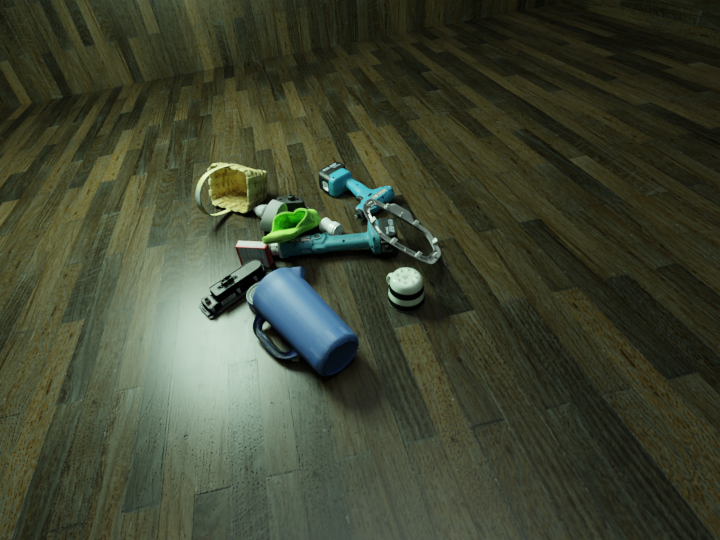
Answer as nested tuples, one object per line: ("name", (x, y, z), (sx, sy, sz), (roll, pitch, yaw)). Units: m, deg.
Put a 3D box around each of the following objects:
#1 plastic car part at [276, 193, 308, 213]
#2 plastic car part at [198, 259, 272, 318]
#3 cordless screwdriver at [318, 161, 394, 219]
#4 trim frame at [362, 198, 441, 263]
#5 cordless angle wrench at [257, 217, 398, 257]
("plastic car part", (-0.219, -0.204, 1.317), (0.119, 0.068, 0.067), (-2, 43, 11))
("plastic car part", (-0.323, 0.033, 1.086), (0.199, 0.064, 0.070), (-35, 42, -30))
("cordless screwdriver", (-0.036, -0.247, 1.330), (0.262, 0.072, 0.156), (32, 56, 32))
("trim frame", (0.110, -0.105, 1.083), (0.242, 0.027, 0.189), (25, 35, -15))
("cordless angle wrench", (-0.113, -0.074, 1.158), (0.429, 0.071, 0.100), (-5, 39, 8))
